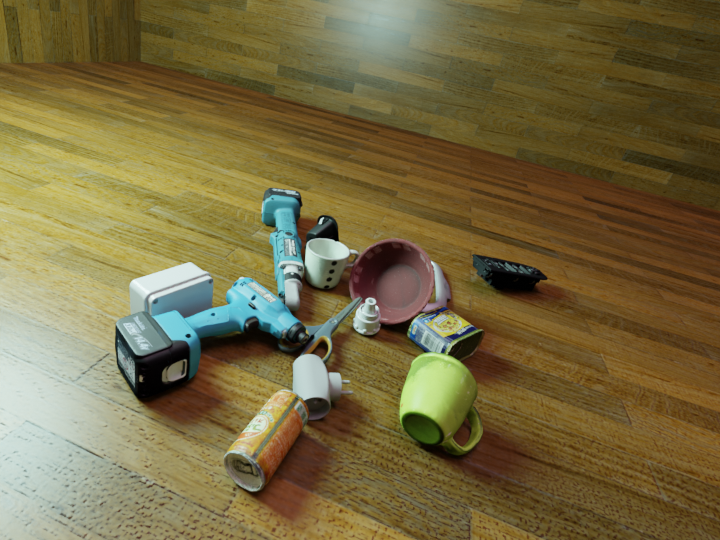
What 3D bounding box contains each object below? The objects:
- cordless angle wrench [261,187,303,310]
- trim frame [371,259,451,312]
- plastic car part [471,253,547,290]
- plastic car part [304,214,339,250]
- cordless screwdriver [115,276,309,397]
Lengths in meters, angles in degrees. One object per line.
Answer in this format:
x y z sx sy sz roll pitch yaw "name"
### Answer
-0.158 -0.056 0.899 0.096 0.073 0.440 4 32 -16 "cordless angle wrench"
0.105 0.017 0.911 0.185 0.027 0.251 12 27 2 "trim frame"
0.340 0.012 0.964 0.196 0.066 0.070 4 22 -24 "plastic car part"
-0.088 -0.057 0.895 0.069 0.112 0.070 30 55 27 "plastic car part"
-0.202 0.094 0.602 0.167 0.073 0.240 30 33 29 "cordless screwdriver"
